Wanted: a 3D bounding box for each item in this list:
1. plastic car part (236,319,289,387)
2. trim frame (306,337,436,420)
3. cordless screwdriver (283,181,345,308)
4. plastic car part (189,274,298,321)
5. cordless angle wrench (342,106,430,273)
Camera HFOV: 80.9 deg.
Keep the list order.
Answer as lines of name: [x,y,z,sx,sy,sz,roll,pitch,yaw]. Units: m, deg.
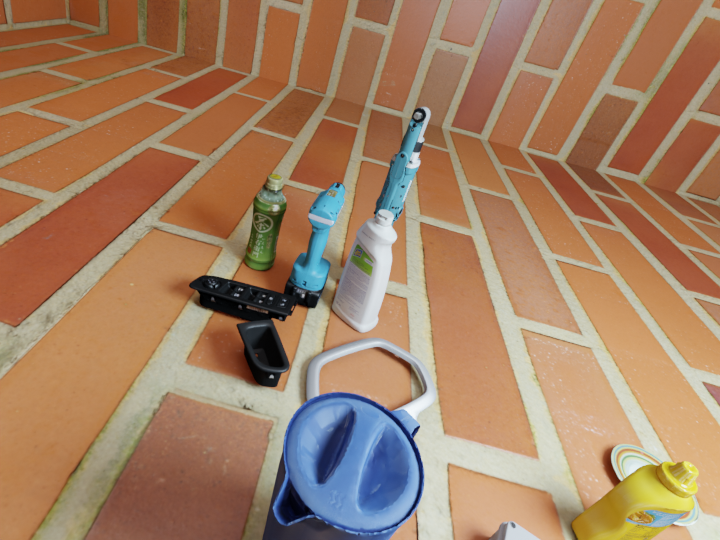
plastic car part: [-0.164,0.147,0.704,0.063,0.070,0.123,-4,39,-29]
trim frame: [0.018,0.200,0.738,0.239,0.027,0.194,-11,42,-34]
cordless screwdriver: [-0.085,-0.056,0.868,0.075,0.245,0.160,19,33,0]
plastic car part: [-0.227,0.058,0.810,0.204,0.066,0.067,18,34,3]
cordless angle wrench: [0.059,-0.131,0.880,0.077,0.417,0.095,32,35,19]
